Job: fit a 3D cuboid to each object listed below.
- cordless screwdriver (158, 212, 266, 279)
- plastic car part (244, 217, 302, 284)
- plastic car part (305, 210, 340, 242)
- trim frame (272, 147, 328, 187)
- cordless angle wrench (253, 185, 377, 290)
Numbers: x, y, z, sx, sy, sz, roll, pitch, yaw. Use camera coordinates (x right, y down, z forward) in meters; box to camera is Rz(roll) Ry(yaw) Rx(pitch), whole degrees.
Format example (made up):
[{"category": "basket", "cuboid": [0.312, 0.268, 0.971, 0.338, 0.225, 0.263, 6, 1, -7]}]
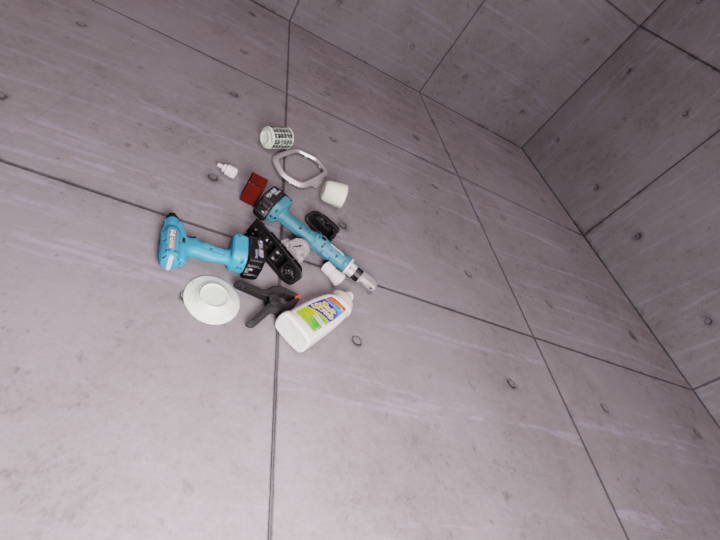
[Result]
[{"category": "cordless screwdriver", "cuboid": [-0.359, -0.063, 1.029, 0.239, 0.074, 0.166, 8, 45, -27]}, {"category": "plastic car part", "cuboid": [-0.224, -0.045, 1.129, 0.210, 0.066, 0.064, 49, 12, 18]}, {"category": "plastic car part", "cuboid": [-0.111, -0.142, 1.324, 0.120, 0.066, 0.068, 46, 22, 17]}, {"category": "trim frame", "cuboid": [-0.211, -0.364, 1.505, 0.186, 0.027, 0.245, 38, 35, 4]}, {"category": "cordless angle wrench", "cuboid": [-0.121, -0.079, 1.236, 0.423, 0.075, 0.097, 39, 37, 0]}]
